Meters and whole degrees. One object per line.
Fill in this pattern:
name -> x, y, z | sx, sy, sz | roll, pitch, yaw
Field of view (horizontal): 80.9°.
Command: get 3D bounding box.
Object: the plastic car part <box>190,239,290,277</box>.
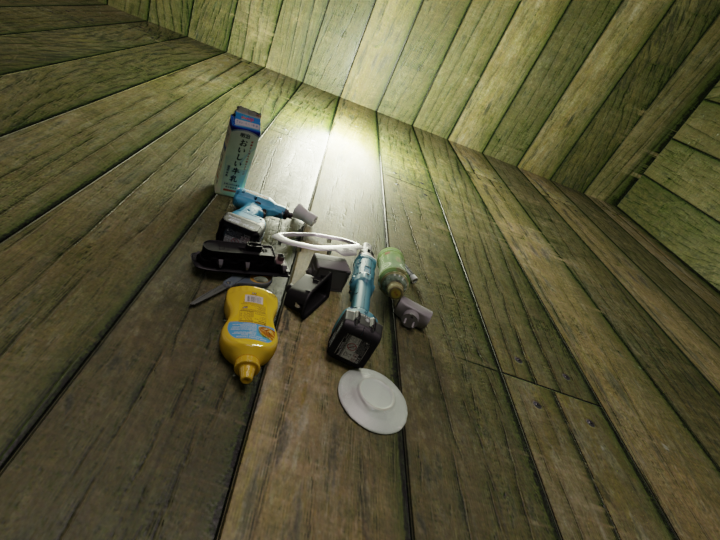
plastic car part -> -0.241, -0.027, 0.865 | 0.196, 0.066, 0.069 | 1, 41, -23

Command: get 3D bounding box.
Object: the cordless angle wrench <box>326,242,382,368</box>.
cordless angle wrench -> 0.002, 0.036, 0.930 | 0.073, 0.097, 0.429 | 24, 27, -8

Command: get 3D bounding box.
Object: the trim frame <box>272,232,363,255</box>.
trim frame -> -0.099, -0.064, 1.008 | 0.194, 0.027, 0.238 | 16, 11, 32

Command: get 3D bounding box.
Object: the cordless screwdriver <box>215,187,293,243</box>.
cordless screwdriver -> -0.249, -0.118, 1.020 | 0.157, 0.074, 0.255 | 17, 27, -10

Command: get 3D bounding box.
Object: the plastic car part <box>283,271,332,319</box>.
plastic car part -> -0.116, 0.045, 0.873 | 0.074, 0.064, 0.114 | 20, 32, 22
